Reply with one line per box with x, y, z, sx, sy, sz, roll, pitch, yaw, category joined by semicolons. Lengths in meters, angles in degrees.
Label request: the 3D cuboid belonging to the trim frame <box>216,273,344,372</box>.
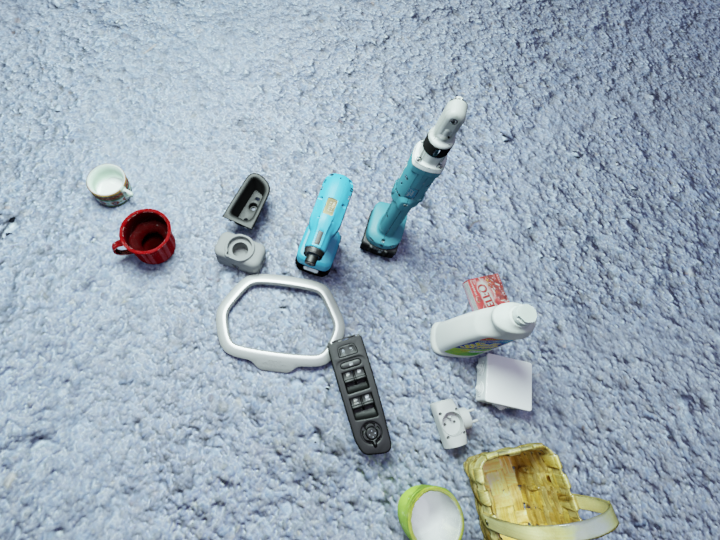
-0.154;0.099;0.815;0.247;0.027;0.187;7;68;-4;trim frame

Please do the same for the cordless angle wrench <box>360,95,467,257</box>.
0.083;-0.137;0.726;0.074;0.420;0.099;19;68;-5;cordless angle wrench

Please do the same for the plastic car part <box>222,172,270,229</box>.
-0.227;-0.135;0.877;0.066;0.070;0.117;23;68;0;plastic car part

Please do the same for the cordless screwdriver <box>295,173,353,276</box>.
-0.075;-0.049;0.765;0.074;0.247;0.161;20;68;-4;cordless screwdriver

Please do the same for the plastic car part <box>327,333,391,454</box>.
-0.005;0.224;0.760;0.065;0.066;0.209;-14;71;-14;plastic car part
